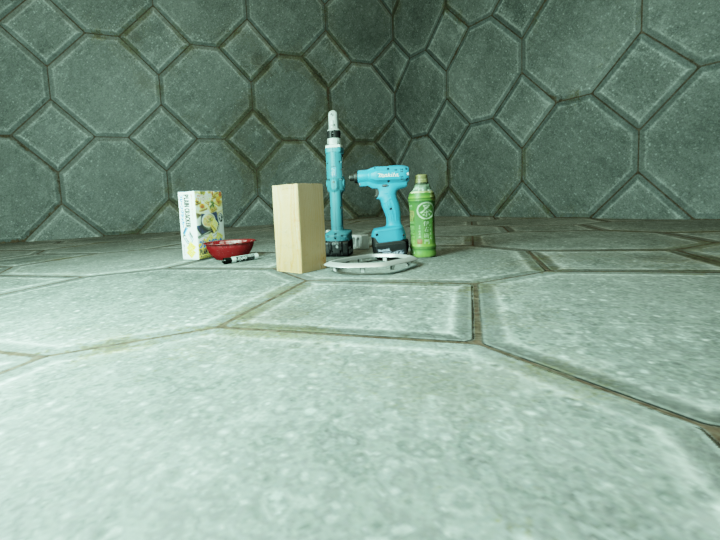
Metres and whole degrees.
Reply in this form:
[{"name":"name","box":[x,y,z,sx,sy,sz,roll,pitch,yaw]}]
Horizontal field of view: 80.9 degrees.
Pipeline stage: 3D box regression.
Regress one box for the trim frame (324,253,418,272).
[{"name":"trim frame","box":[0.026,-0.020,1.000,0.193,0.027,0.239,4,12,36]}]

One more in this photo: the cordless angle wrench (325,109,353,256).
[{"name":"cordless angle wrench","box":[-0.072,-0.254,1.244,0.076,0.420,0.096,-1,6,12]}]

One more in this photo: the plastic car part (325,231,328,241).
[{"name":"plastic car part","box":[-0.128,-0.084,1.311,0.069,0.066,0.197,1,10,25]}]

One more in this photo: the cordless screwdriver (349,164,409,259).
[{"name":"cordless screwdriver","box":[0.054,-0.156,1.145,0.162,0.247,0.074,-1,6,9]}]
